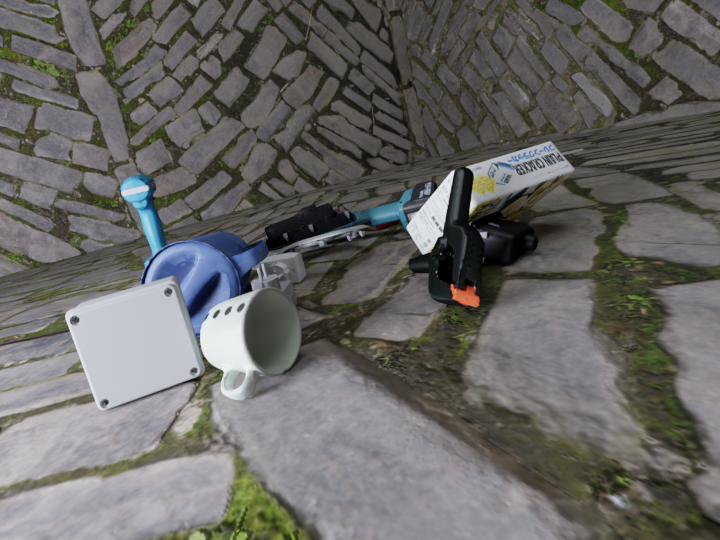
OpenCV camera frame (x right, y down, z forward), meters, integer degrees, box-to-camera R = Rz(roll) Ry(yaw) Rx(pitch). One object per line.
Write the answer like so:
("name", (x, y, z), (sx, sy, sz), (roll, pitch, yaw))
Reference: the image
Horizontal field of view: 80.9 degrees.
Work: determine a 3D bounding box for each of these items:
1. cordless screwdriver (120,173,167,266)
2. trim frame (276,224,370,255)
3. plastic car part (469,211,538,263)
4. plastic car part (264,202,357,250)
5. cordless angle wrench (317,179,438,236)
("cordless screwdriver", (-0.410, -0.074, 0.856), (0.073, 0.243, 0.165), (-16, 18, -14))
("trim frame", (-0.082, -0.053, 0.835), (0.180, 0.027, 0.255), (-16, 5, -19))
("plastic car part", (0.205, -0.043, 0.590), (0.075, 0.064, 0.112), (21, 31, 41))
("plastic car part", (-0.114, -0.095, 0.878), (0.202, 0.064, 0.069), (-25, 29, -4))
("cordless angle wrench", (-0.030, -0.105, 0.965), (0.437, 0.071, 0.098), (-10, 32, 27))
